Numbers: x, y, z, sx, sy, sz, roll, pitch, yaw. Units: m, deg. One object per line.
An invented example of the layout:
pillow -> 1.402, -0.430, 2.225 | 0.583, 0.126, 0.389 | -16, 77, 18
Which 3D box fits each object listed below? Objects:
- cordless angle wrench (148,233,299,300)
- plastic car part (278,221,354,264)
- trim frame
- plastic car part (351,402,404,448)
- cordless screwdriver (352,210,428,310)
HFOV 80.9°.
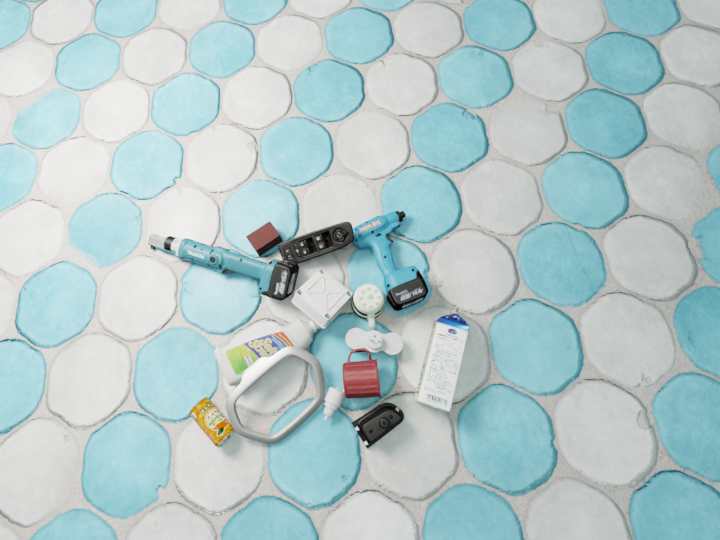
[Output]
cordless angle wrench -> -0.373, -0.030, 1.106 | 0.433, 0.073, 0.097 | 16, 101, 13
plastic car part -> -0.107, -0.070, 1.096 | 0.207, 0.065, 0.067 | -18, 88, 18
trim frame -> -0.195, 0.291, 0.990 | 0.248, 0.028, 0.182 | -41, 96, -5
plastic car part -> 0.045, 0.349, 0.964 | 0.116, 0.069, 0.068 | -33, 77, -5
cordless screwdriver -> 0.093, -0.034, 1.085 | 0.158, 0.072, 0.257 | -26, 69, -6
